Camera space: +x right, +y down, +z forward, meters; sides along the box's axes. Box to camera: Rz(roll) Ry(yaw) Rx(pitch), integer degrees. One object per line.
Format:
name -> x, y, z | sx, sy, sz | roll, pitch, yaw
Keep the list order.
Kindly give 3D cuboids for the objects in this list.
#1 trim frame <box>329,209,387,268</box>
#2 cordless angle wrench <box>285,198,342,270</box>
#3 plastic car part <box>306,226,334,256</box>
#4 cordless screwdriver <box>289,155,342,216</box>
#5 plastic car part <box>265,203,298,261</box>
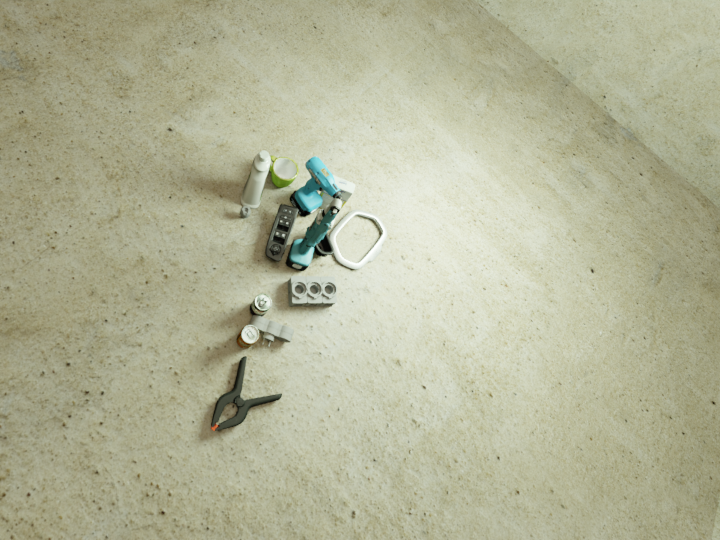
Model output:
trim frame -> -0.005, -0.115, 1.527 | 0.184, 0.028, 0.247 | 39, 62, 0
cordless angle wrench -> -0.136, -0.109, 1.258 | 0.073, 0.427, 0.099 | 21, 65, -15
plastic car part -> -0.142, -0.093, 1.449 | 0.064, 0.071, 0.119 | -17, 76, -25
cordless screwdriver -> -0.147, -0.255, 1.413 | 0.073, 0.251, 0.161 | -34, 86, -28
plastic car part -> -0.271, -0.122, 1.421 | 0.065, 0.067, 0.206 | 19, 64, -13
